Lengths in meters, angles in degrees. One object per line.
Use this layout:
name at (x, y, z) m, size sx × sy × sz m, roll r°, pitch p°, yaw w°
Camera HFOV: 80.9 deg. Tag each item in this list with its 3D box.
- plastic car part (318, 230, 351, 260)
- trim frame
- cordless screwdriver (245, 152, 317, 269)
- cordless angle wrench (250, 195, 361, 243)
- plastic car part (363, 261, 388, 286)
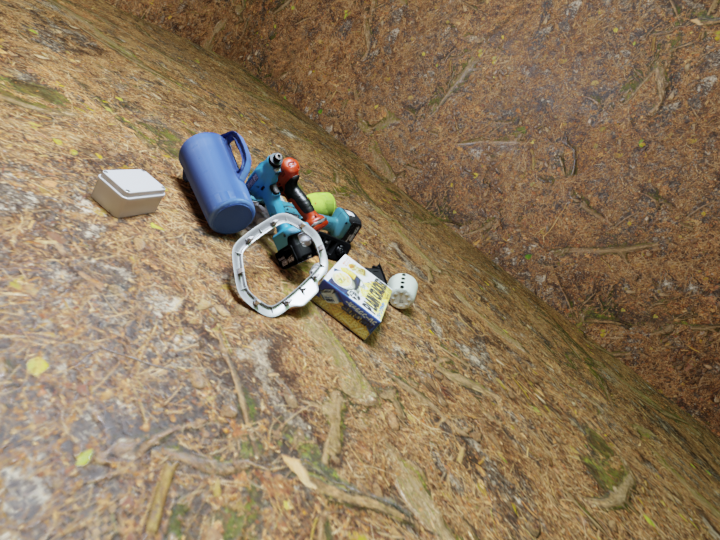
plastic car part at (-0.115, -0.075, 1.179) m, size 0.192 × 0.066 × 0.071 m, roll 18°, pitch 2°, yaw -36°
trim frame at (-0.155, -0.016, 0.858) m, size 0.181 × 0.028 × 0.245 m, roll 56°, pitch 44°, yaw -9°
cordless screwdriver at (-0.175, -0.136, 0.969) m, size 0.072 × 0.162 × 0.251 m, roll -22°, pitch 83°, yaw -38°
cordless angle wrench at (-0.178, -0.162, 1.238) m, size 0.401 × 0.098 × 0.078 m, roll 9°, pitch 33°, yaw -41°
plastic car part at (0.027, 0.031, 1.169) m, size 0.069 × 0.065 × 0.121 m, roll 12°, pitch 31°, yaw -17°
